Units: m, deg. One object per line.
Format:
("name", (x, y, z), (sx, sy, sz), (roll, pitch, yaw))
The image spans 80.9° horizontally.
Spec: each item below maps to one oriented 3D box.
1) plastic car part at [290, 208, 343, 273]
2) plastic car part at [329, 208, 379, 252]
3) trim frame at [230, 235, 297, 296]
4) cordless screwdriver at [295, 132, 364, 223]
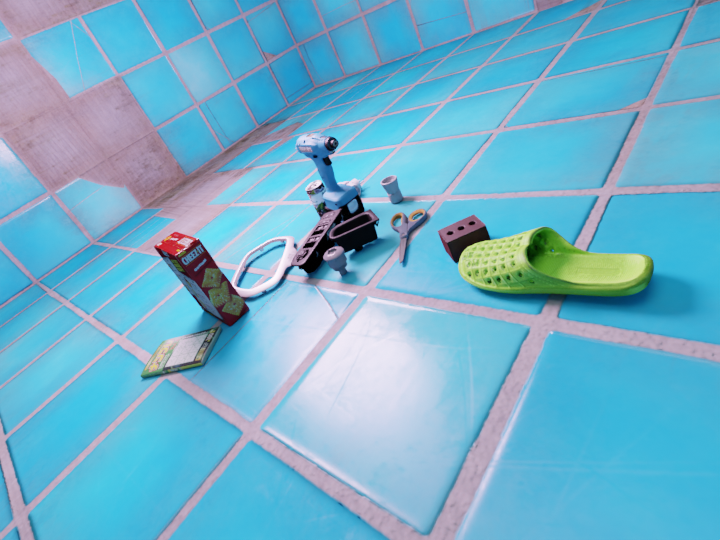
("plastic car part", (-0.100, -0.066, 1.028), (0.069, 0.064, 0.202), (-3, 39, 37))
("plastic car part", (-0.009, -0.080, 0.971), (0.116, 0.068, 0.069), (-28, 29, 0))
("trim frame", (-0.253, -0.013, 1.111), (0.188, 0.026, 0.253), (-18, 32, 18))
("cordless screwdriver", (-0.065, -0.235, 1.079), (0.073, 0.238, 0.168), (-39, 30, -21))
